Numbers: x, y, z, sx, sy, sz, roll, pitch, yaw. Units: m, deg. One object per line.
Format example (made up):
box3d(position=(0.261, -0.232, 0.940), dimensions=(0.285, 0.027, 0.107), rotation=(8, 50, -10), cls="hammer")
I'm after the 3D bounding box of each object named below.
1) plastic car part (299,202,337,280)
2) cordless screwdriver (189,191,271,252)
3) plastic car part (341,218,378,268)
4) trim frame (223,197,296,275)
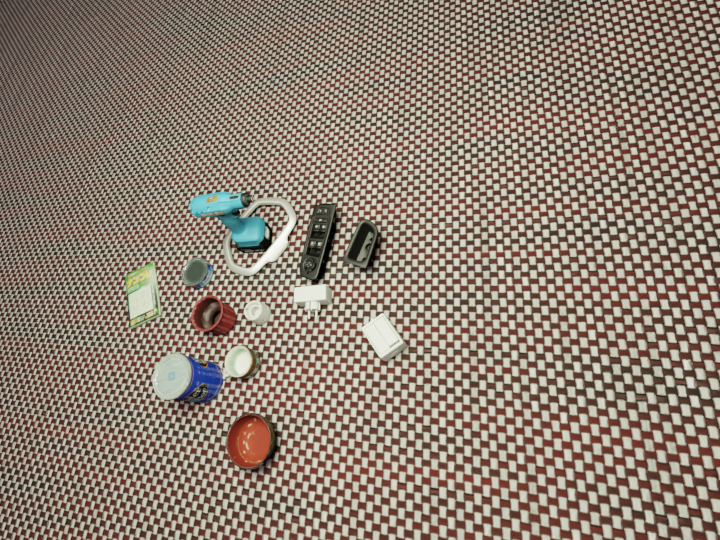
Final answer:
box3d(position=(-0.105, -0.069, 1.076), dimensions=(0.069, 0.064, 0.205), rotation=(7, 72, 21), cls="plastic car part")
box3d(position=(-0.296, -0.125, 1.072), dimensions=(0.163, 0.237, 0.076), rotation=(-5, 69, 17), cls="cordless screwdriver")
box3d(position=(0.013, -0.057, 1.025), dimensions=(0.069, 0.067, 0.117), rotation=(17, 76, 24), cls="plastic car part")
box3d(position=(-0.283, -0.098, 1.177), dimensions=(0.193, 0.026, 0.248), rotation=(35, 84, 29), cls="trim frame")
